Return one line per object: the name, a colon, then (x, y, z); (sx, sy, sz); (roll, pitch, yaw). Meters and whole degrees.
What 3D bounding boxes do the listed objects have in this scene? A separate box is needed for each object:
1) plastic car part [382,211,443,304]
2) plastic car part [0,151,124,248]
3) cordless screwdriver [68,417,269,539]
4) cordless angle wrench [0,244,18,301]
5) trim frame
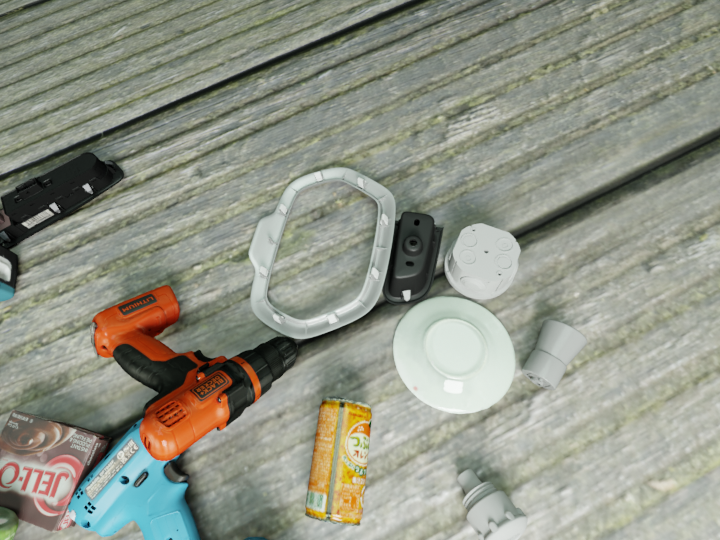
plastic car part: (0.062, -0.023, 0.505); (0.067, 0.068, 0.118); (9, 62, 10)
plastic car part: (-0.461, -0.118, 0.634); (0.201, 0.064, 0.070); (-31, 58, -12)
cordless screwdriver: (-0.147, 0.236, 0.400); (0.260, 0.071, 0.158); (32, 70, 25)
cordless angle wrench: (-0.478, 0.160, 0.487); (0.098, 0.072, 0.438); (-16, 64, -2)
trim frame: (-0.053, -0.034, 0.539); (0.191, 0.026, 0.252); (3, 65, 21)
